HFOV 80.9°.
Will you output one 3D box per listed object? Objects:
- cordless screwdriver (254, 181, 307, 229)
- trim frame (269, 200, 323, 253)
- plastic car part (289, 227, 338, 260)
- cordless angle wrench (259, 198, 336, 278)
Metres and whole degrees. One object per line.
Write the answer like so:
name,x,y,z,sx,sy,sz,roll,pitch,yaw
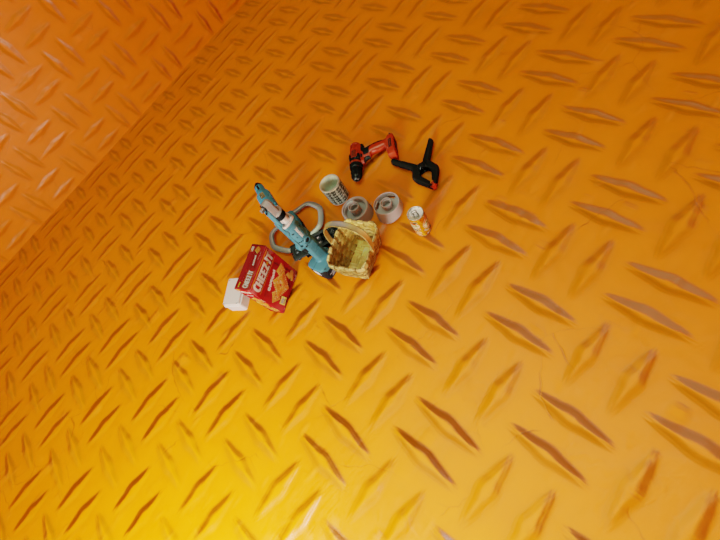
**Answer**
cordless screwdriver,-0.294,-0.213,1.534,0.074,0.235,0.168,-38,54,3
trim frame,-0.244,-0.165,1.612,0.249,0.026,0.194,-42,53,2
plastic car part,-0.147,-0.096,1.500,0.205,0.063,0.069,-30,55,11
cordless angle wrench,-0.184,-0.101,1.311,0.078,0.400,0.098,24,76,33
